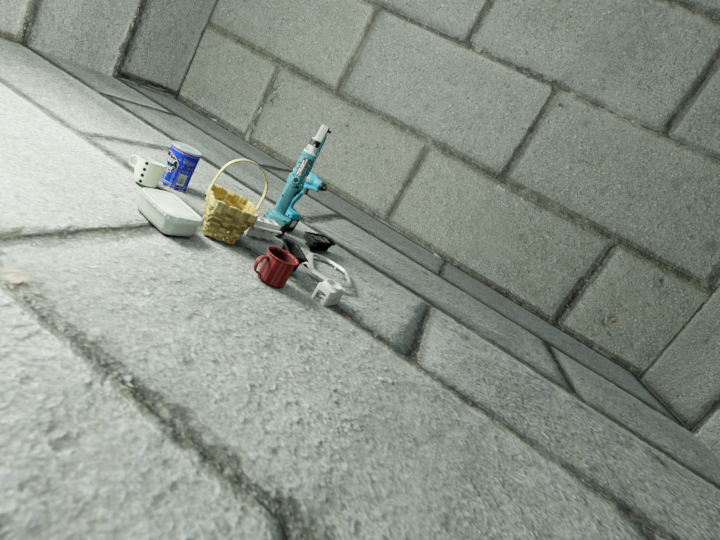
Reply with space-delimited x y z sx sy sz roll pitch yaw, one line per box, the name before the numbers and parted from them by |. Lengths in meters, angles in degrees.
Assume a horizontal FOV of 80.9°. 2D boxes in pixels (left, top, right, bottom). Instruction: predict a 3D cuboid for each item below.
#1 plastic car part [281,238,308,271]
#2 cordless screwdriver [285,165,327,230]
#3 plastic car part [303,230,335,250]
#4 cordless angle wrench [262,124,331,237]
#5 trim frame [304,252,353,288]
plastic car part | -0.212 -0.038 1.269 0.063 0.071 0.123 21 17 -32
cordless screwdriver | -0.236 -0.261 1.619 0.167 0.248 0.071 37 16 25
plastic car part | -0.156 -0.102 1.592 0.069 0.067 0.196 35 16 18
cordless angle wrench | -0.223 -0.317 1.487 0.097 0.422 0.075 29 14 -6
trim frame | -0.110 0.000 1.416 0.180 0.027 0.255 26 15 -13
